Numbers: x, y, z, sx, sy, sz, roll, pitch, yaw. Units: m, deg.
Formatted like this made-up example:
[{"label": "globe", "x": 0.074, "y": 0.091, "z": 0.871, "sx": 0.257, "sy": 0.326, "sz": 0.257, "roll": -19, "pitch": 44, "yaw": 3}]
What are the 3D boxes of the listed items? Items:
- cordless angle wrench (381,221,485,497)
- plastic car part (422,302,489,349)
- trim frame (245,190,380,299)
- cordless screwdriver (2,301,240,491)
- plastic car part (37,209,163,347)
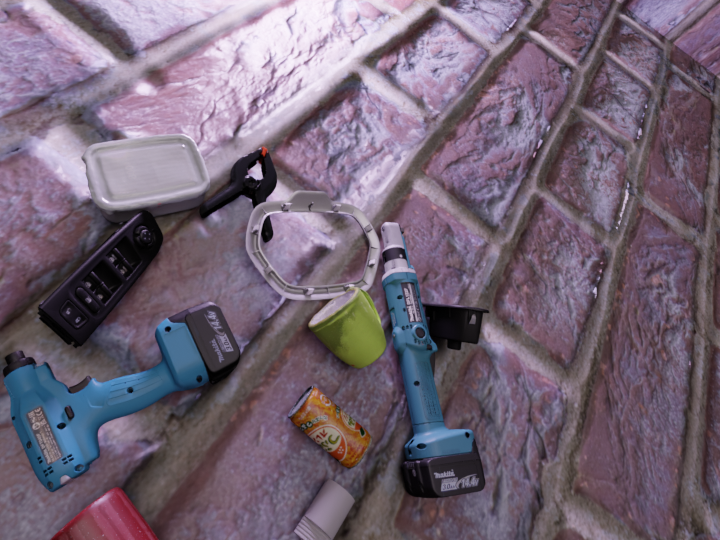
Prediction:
[{"label": "cordless angle wrench", "x": 0.082, "y": 0.107, "z": 0.662, "sx": 0.095, "sy": 0.074, "sz": 0.436, "roll": 2, "pitch": 61, "yaw": -22}, {"label": "plastic car part", "x": 0.149, "y": 0.090, "z": 0.677, "sx": 0.064, "sy": 0.120, "sz": 0.071, "roll": 10, "pitch": 86, "yaw": -20}, {"label": "trim frame", "x": -0.068, "y": -0.044, "z": 0.690, "sx": 0.239, "sy": 0.028, "sz": 0.189, "roll": -3, "pitch": 69, "yaw": -28}, {"label": "cordless screwdriver", "x": -0.283, "y": 0.117, "z": 0.516, "sx": 0.243, "sy": 0.074, "sz": 0.163, "roll": -30, "pitch": 78, "yaw": -27}, {"label": "plastic car part", "x": -0.329, "y": 0.002, "z": 0.546, "sx": 0.063, "sy": 0.069, "sz": 0.205, "roll": 56, "pitch": 37, "yaw": -31}]
